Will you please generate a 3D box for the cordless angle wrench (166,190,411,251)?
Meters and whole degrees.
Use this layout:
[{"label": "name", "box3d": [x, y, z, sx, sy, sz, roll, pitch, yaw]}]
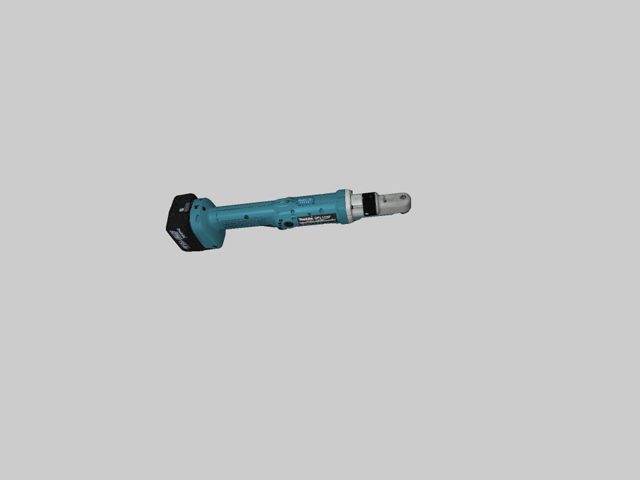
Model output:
[{"label": "cordless angle wrench", "box3d": [-0.055, -0.047, 0.747, 0.423, 0.074, 0.098, -5, -35, 9]}]
